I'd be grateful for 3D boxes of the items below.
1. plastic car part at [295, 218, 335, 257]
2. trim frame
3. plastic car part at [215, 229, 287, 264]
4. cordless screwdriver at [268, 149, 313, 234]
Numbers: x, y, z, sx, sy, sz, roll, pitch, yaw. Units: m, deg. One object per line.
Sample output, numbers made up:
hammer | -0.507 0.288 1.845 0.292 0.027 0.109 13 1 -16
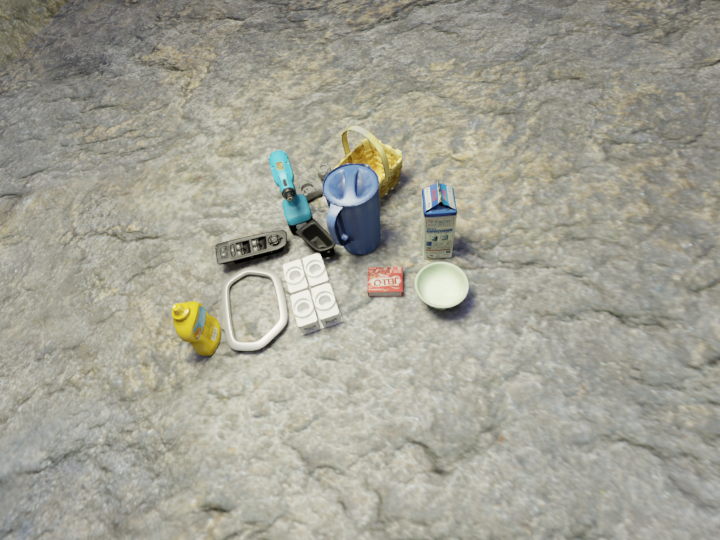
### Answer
plastic car part | -0.112 -0.073 1.149 0.065 0.068 0.122 -37 59 -14
trim frame | -0.285 0.094 1.104 0.184 0.026 0.259 -19 56 0
plastic car part | -0.298 -0.058 1.182 0.203 0.064 0.069 -16 57 2
cordless screwdriver | -0.180 -0.184 1.132 0.074 0.239 0.166 -18 57 -3
